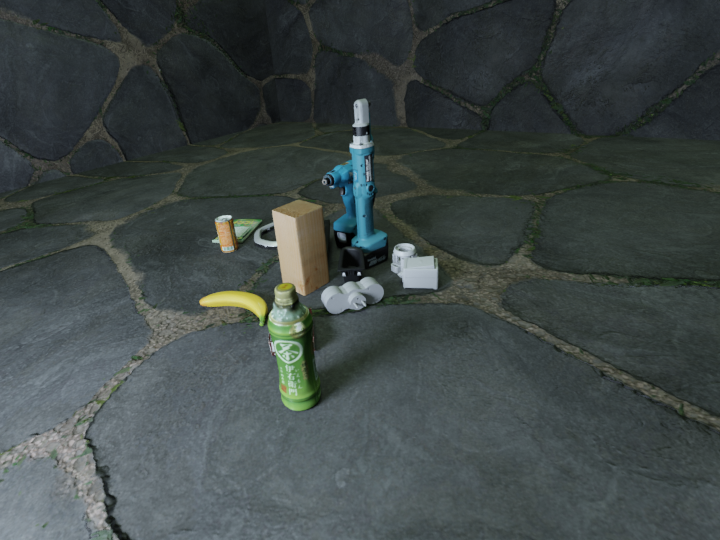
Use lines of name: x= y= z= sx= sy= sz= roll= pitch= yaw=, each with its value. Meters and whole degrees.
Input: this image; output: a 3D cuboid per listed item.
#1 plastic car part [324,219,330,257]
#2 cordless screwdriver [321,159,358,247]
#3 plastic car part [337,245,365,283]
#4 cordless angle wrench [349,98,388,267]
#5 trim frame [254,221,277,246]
plastic car part: x=-0.119 y=-0.078 z=1.213 sx=0.066 sy=0.065 sz=0.208 roll=-5 pitch=28 yaw=0
cordless screwdriver: x=-0.044 y=-0.178 z=1.196 sx=0.078 sy=0.242 sz=0.155 roll=14 pitch=32 yaw=33
plastic car part: x=-0.020 y=-0.005 z=1.054 sx=0.066 sy=0.069 sz=0.119 roll=-4 pitch=28 yaw=3
cordless angle wrench: x=0.011 y=-0.212 z=1.070 sx=0.095 sy=0.411 sz=0.079 roll=-21 pitch=31 yaw=-32
trim frame: x=-0.231 y=-0.131 z=1.376 sx=0.241 sy=0.027 sz=0.195 roll=-26 pitch=34 yaw=-32
